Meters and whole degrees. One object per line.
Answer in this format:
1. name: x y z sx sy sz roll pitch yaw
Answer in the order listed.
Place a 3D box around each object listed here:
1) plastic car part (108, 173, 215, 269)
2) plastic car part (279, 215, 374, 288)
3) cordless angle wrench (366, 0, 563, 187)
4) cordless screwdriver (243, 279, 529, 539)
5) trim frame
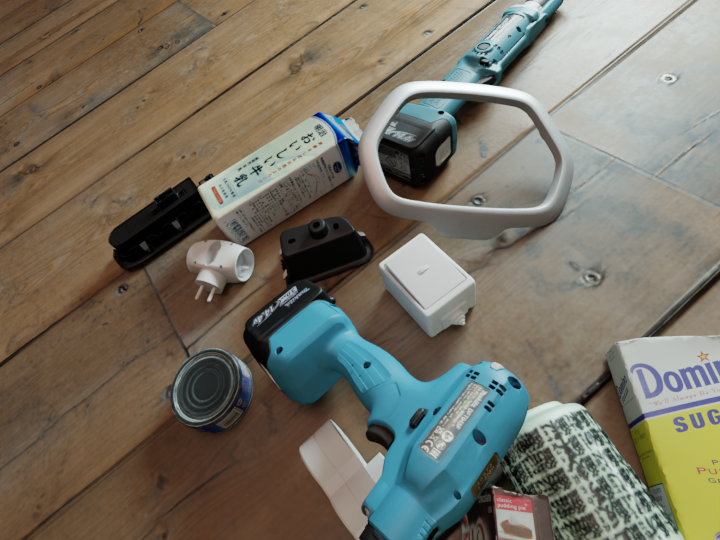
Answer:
1. plastic car part: -0.286 -0.078 0.624 0.202 0.064 0.069 -40 63 -5
2. plastic car part: -0.050 -0.032 0.507 0.118 0.067 0.068 -19 57 9
3. cordless angle wrench: 0.173 -0.290 0.595 0.103 0.071 0.421 32 71 31
4. cordless screwdriver: -0.015 0.105 0.353 0.157 0.071 0.263 -43 39 -24
5. trim frame: 0.120 -0.127 0.478 0.246 0.027 0.186 3 79 -5
